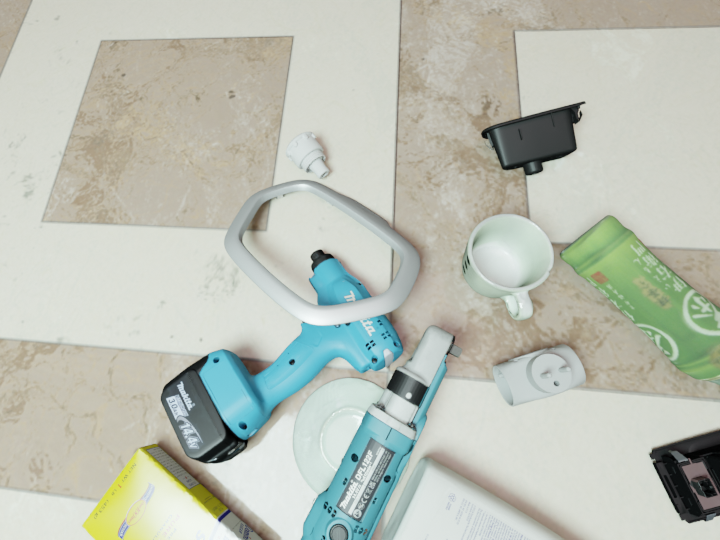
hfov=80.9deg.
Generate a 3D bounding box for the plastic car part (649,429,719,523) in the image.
[{"bbox_3d":[0.395,0.175,0.394,0.202,0.065,0.069,-16,65,-2],"label":"plastic car part"}]

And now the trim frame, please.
[{"bbox_3d":[-0.049,-0.032,0.503,0.261,0.026,0.181,35,60,30],"label":"trim frame"}]

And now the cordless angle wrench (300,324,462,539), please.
[{"bbox_3d":[-0.018,0.241,0.398,0.100,0.072,0.423,27,79,11],"label":"cordless angle wrench"}]

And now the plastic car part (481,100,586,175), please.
[{"bbox_3d":[0.218,-0.158,0.534,0.117,0.065,0.071,-16,86,3],"label":"plastic car part"}]

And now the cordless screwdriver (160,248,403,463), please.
[{"bbox_3d":[-0.096,0.088,0.476,0.247,0.071,0.166,-31,62,-9],"label":"cordless screwdriver"}]
